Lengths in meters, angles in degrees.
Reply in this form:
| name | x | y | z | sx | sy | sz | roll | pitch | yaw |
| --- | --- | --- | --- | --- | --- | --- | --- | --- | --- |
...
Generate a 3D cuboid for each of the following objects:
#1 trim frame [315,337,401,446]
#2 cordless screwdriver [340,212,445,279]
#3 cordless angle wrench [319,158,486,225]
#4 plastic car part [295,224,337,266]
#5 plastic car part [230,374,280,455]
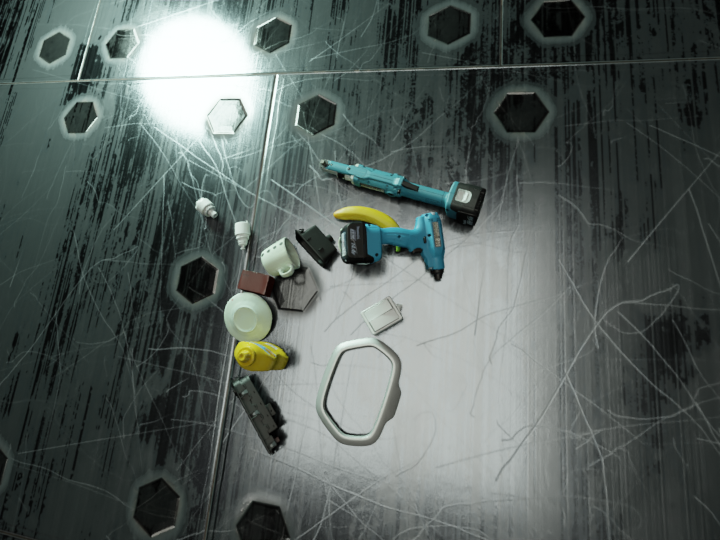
| name | x | y | z | sx | sy | sz | roll | pitch | yaw |
| --- | --- | --- | --- | --- | --- | --- | --- | --- | --- |
| trim frame | -0.002 | 0.279 | 0.984 | 0.190 | 0.026 | 0.249 | 16 | 79 | 16 |
| cordless screwdriver | 0.081 | -0.048 | 0.994 | 0.245 | 0.075 | 0.160 | -6 | 84 | -11 |
| cordless angle wrench | 0.087 | -0.214 | 1.061 | 0.439 | 0.094 | 0.074 | 20 | 82 | 20 |
| plastic car part | -0.106 | -0.069 | 1.080 | 0.070 | 0.065 | 0.120 | -42 | 76 | -16 |
| plastic car part | -0.246 | 0.332 | 1.005 | 0.066 | 0.064 | 0.210 | -37 | 72 | -10 |
